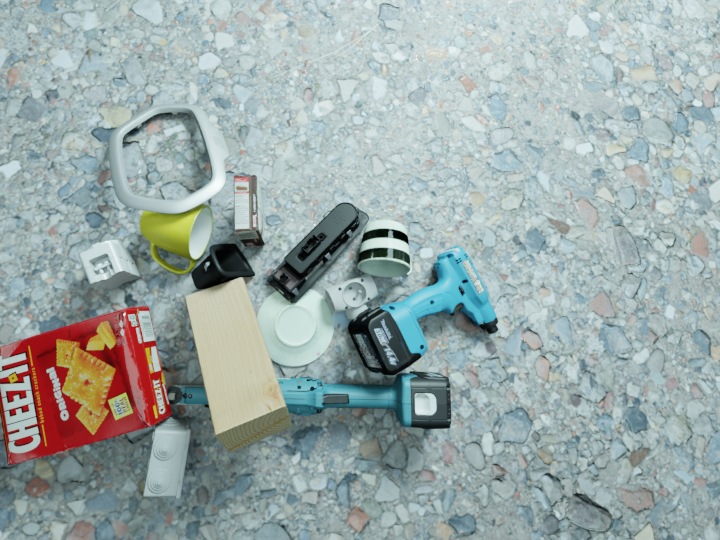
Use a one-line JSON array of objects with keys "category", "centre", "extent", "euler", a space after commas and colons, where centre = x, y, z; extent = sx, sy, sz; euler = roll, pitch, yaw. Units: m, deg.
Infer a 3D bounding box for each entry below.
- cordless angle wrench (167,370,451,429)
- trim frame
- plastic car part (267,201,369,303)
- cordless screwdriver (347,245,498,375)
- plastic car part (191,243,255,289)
[{"category": "cordless angle wrench", "centre": [-0.082, 0.193, 0.648], "extent": [0.422, 0.097, 0.075], "euler": [2, 81, -2]}, {"category": "trim frame", "centre": [-0.308, -0.186, 0.681], "extent": [0.182, 0.027, 0.259], "euler": [-20, 59, -11]}, {"category": "plastic car part", "centre": [-0.069, -0.045, 0.702], "extent": [0.069, 0.064, 0.201], "euler": [36, 71, 23]}, {"category": "cordless screwdriver", "centre": [0.113, 0.083, 0.677], "extent": [0.244, 0.076, 0.159], "euler": [-32, 92, -25]}, {"category": "plastic car part", "centre": [-0.224, 0.001, 0.658], "extent": [0.071, 0.114, 0.067], "euler": [-37, 87, 10]}]
